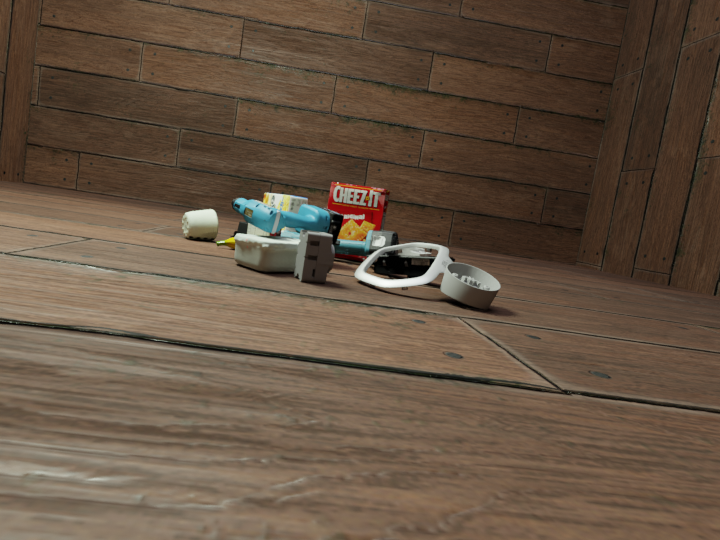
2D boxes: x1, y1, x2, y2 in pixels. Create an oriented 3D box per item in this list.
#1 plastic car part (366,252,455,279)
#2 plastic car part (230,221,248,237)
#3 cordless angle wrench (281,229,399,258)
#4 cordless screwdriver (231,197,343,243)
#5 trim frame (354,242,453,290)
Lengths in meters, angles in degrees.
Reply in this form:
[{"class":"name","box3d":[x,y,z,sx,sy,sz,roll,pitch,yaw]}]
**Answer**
[{"class":"plastic car part","box3d":[0.111,-0.012,0.987,0.213,0.066,0.064,8,12,30]},{"class":"plastic car part","box3d":[-0.342,-0.126,1.327,0.122,0.070,0.063,10,7,33]},{"class":"cordless angle wrench","box3d":[-0.113,-0.074,1.155,0.435,0.075,0.094,6,-24,17]},{"class":"cordless screwdriver","box3d":[-0.167,-0.124,0.981,0.168,0.074,0.236,26,15,38]},{"class":"trim frame","box3d":[0.093,-0.013,0.871,0.191,0.027,0.244,0,20,23]}]
